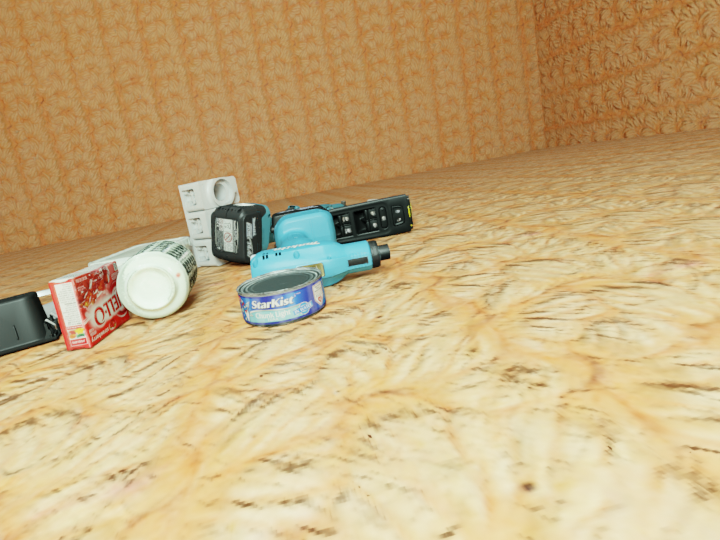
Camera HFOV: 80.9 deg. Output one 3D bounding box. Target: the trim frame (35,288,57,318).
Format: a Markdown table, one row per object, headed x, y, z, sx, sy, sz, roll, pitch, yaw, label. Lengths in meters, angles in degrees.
| x | y | z | sx | sy | sz | roll | pitch | yaw | label |
| --- | --- | --- | --- | --- | --- | --- | --- | --- | --- |
| -0.490 | 0.059 | 0.618 | 0.189 | 0.027 | 0.246 | -8 | 13 | 16 | trim frame |

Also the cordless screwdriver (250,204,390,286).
| x | y | z | sx | sy | sz | roll | pitch | yaw | label |
| --- | --- | --- | --- | --- | --- | --- | --- | --- | --- |
| -0.057 | -0.037 | 0.583 | 0.159 | 0.073 | 0.254 | -11 | 18 | -2 | cordless screwdriver |

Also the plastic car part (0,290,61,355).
| x | y | z | sx | sy | sz | roll | pitch | yaw | label |
| --- | --- | --- | --- | --- | --- | --- | --- | --- | --- |
| -0.406 | 0.057 | 0.470 | 0.113 | 0.070 | 0.069 | -13 | 11 | -26 | plastic car part |

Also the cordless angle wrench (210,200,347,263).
| x | y | z | sx | sy | sz | roll | pitch | yaw | label |
| --- | --- | --- | --- | --- | --- | --- | --- | --- | --- |
| -0.126 | -0.100 | 0.860 | 0.077 | 0.096 | 0.411 | 8 | 16 | 25 | cordless angle wrench |

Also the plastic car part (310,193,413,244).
| x | y | z | sx | sy | sz | roll | pitch | yaw | label |
| --- | --- | --- | --- | --- | --- | --- | --- | --- | --- |
| -0.018 | -0.088 | 0.730 | 0.203 | 0.064 | 0.069 | -13 | 29 | -1 | plastic car part |
